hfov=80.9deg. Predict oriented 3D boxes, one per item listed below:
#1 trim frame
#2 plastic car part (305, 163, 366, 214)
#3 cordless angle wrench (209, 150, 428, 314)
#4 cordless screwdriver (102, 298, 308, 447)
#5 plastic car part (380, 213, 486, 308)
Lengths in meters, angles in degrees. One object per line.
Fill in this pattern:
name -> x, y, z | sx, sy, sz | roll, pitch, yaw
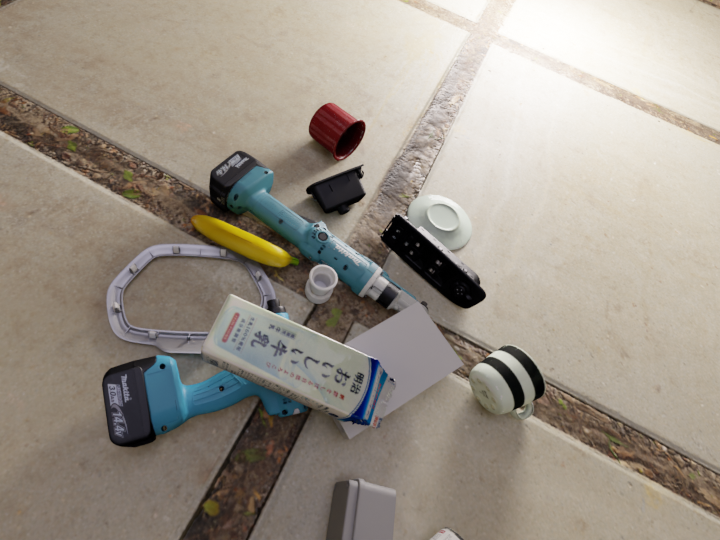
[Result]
trim frame -> -0.253, 0.038, 0.643 | 0.244, 0.027, 0.189 | 4, 59, -11
plastic car part -> -0.038, -0.140, 0.785 | 0.114, 0.066, 0.072 | -28, 84, -23
cordless angle wrench -> -0.069, -0.045, 0.711 | 0.430, 0.073, 0.097 | 36, 57, 9
cordless screwdriver -> -0.198, 0.129, 0.558 | 0.242, 0.075, 0.163 | -7, 71, -20
plastic car part -> 0.132, -0.017, 0.742 | 0.210, 0.066, 0.065 | 46, 34, 18
